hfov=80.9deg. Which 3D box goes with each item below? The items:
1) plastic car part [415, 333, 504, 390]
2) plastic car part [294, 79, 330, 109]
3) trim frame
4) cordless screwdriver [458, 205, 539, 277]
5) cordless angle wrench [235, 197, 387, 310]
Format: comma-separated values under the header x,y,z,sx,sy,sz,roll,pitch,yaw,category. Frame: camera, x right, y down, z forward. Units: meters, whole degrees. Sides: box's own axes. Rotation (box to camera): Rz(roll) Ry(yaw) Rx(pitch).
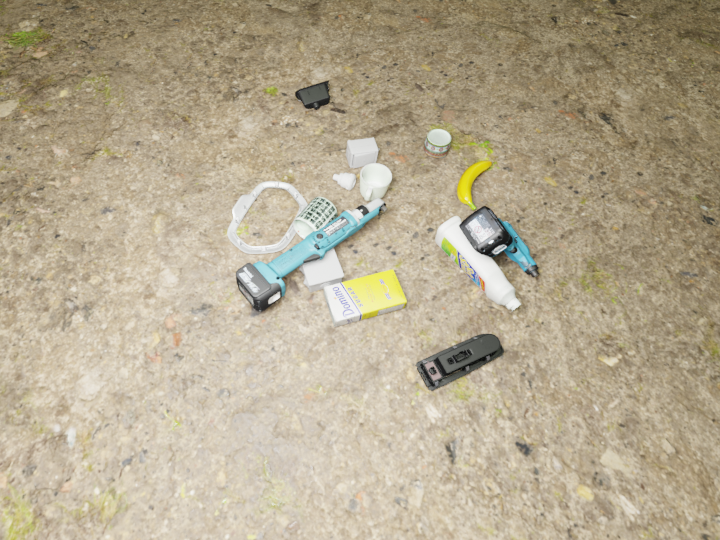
x,y,z,sx,sy,sz,roll,pitch,yaw,category
0.226,0.187,0.928,0.199,0.065,0.069,-19,56,-16,plastic car part
-0.145,-0.554,1.362,0.115,0.065,0.072,-24,79,-12,plastic car part
-0.249,-0.147,1.130,0.188,0.027,0.250,20,62,11,trim frame
0.341,-0.060,1.001,0.236,0.075,0.166,9,46,-52,cordless screwdriver
-0.098,-0.064,1.005,0.416,0.073,0.102,-37,68,-23,cordless angle wrench
